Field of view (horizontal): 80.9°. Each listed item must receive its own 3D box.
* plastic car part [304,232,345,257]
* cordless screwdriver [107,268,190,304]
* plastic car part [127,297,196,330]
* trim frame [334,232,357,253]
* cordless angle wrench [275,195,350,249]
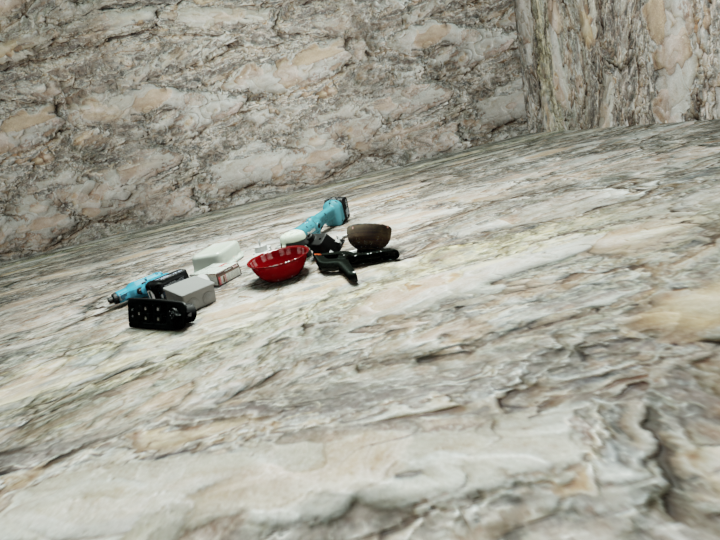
[{"bbox_3d":[-0.111,-0.072,1.130,0.123,0.067,0.066,7,62,48],"label":"plastic car part"},{"bbox_3d":[-0.550,0.054,1.102,0.261,0.073,0.155,0,21,46],"label":"cordless screwdriver"},{"bbox_3d":[-0.427,0.094,0.917,0.212,0.067,0.064,-2,-7,36],"label":"plastic car part"},{"bbox_3d":[-0.015,-0.088,1.213,0.189,0.027,0.248,-9,20,17],"label":"trim frame"},{"bbox_3d":[-0.158,-0.145,1.395,0.077,0.095,0.417,-1,25,27],"label":"cordless angle wrench"}]
